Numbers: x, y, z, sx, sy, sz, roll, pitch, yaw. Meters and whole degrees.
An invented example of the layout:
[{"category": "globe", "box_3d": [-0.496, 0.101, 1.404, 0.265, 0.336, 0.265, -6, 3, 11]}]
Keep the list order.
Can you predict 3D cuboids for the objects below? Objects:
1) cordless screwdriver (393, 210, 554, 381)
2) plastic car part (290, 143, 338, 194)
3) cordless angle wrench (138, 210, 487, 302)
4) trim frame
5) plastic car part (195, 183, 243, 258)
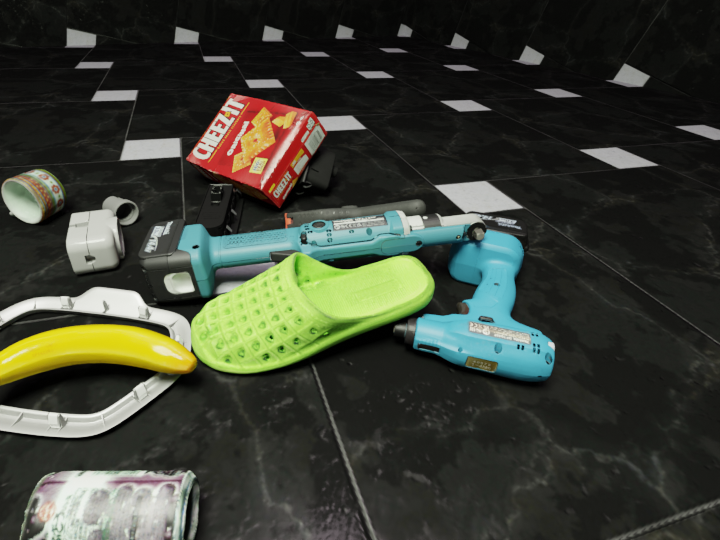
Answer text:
[{"category": "cordless screwdriver", "box_3d": [0.136, 0.018, 0.529, 0.163, 0.072, 0.251, 9, 39, 10]}, {"category": "plastic car part", "box_3d": [-0.077, -0.189, 0.786, 0.068, 0.068, 0.118, 25, 68, -20]}, {"category": "cordless angle wrench", "box_3d": [-0.053, -0.034, 0.538, 0.422, 0.072, 0.102, -7, 36, -2]}, {"category": "trim frame", "box_3d": [-0.302, 0.083, 0.441, 0.251, 0.027, 0.188, 4, 34, 4]}, {"category": "plastic car part", "box_3d": [-0.224, -0.090, 0.665, 0.065, 0.066, 0.211, 5, 37, -13]}]
